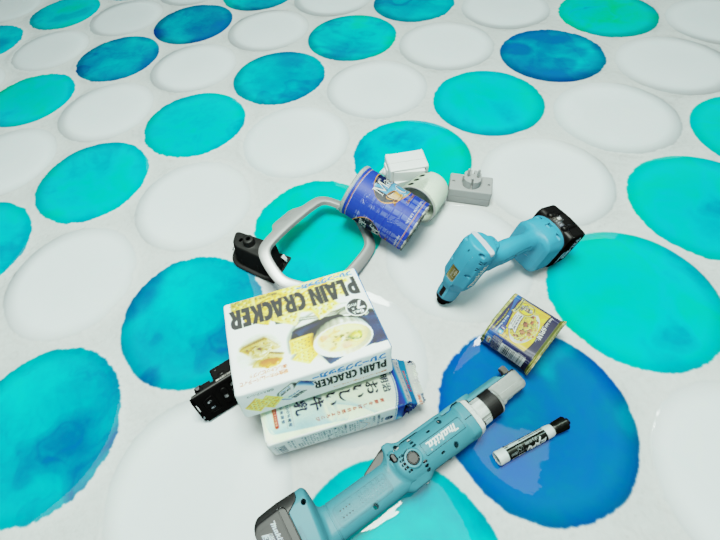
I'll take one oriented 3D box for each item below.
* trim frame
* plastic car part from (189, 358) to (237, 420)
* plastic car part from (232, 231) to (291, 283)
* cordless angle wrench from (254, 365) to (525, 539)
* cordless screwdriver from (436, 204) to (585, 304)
[{"bbox_3d":[-0.078,-0.051,0.794,0.187,0.027,0.246,36,55,8],"label":"trim frame"},{"bbox_3d":[-0.171,0.154,0.676,0.200,0.063,0.071,-28,33,-13],"label":"plastic car part"},{"bbox_3d":[-0.201,-0.036,0.803,0.120,0.069,0.066,22,57,16],"label":"plastic car part"},{"bbox_3d":[0.065,0.257,0.570,0.416,0.072,0.103,-29,58,-17],"label":"cordless angle wrench"},{"bbox_3d":[0.245,-0.020,0.722,0.241,0.157,0.078,-16,59,-26],"label":"cordless screwdriver"}]
